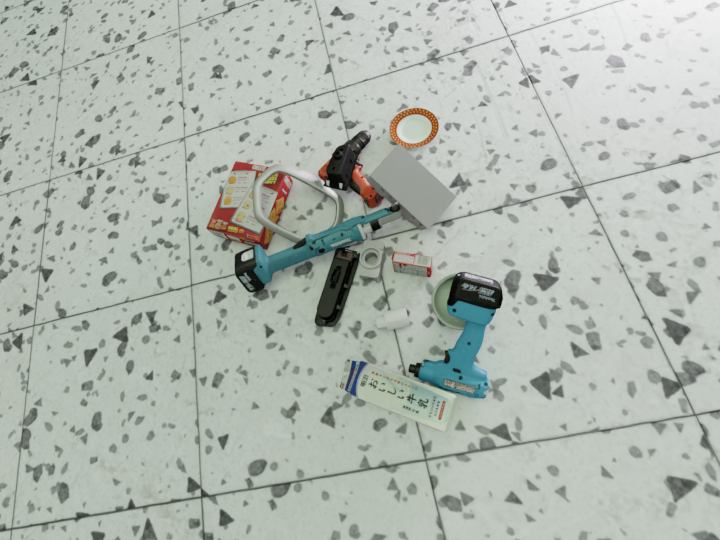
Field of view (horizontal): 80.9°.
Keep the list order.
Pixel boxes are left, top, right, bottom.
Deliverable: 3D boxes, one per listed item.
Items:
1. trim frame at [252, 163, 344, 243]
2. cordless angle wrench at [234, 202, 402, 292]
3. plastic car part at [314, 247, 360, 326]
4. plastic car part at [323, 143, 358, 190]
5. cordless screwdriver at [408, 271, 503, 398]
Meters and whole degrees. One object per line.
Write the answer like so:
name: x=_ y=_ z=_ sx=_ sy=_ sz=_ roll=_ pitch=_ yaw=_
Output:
trim frame: x=-0.160 y=-0.168 z=1.083 sx=0.246 sy=0.028 sz=0.184 roll=26 pitch=83 yaw=-4
cordless angle wrench: x=-0.101 y=-0.066 z=1.029 sx=0.427 sy=0.093 sz=0.077 roll=-21 pitch=44 yaw=7
plastic car part: x=-0.059 y=0.037 z=1.013 sx=0.068 sy=0.065 sz=0.204 roll=15 pitch=76 yaw=9
plastic car part: x=-0.052 y=-0.269 z=1.062 sx=0.068 sy=0.068 sz=0.117 roll=15 pitch=78 yaw=19
cordless screwdriver: x=0.194 y=0.128 z=0.863 sx=0.164 sy=0.073 sz=0.246 roll=11 pitch=101 yaw=17
